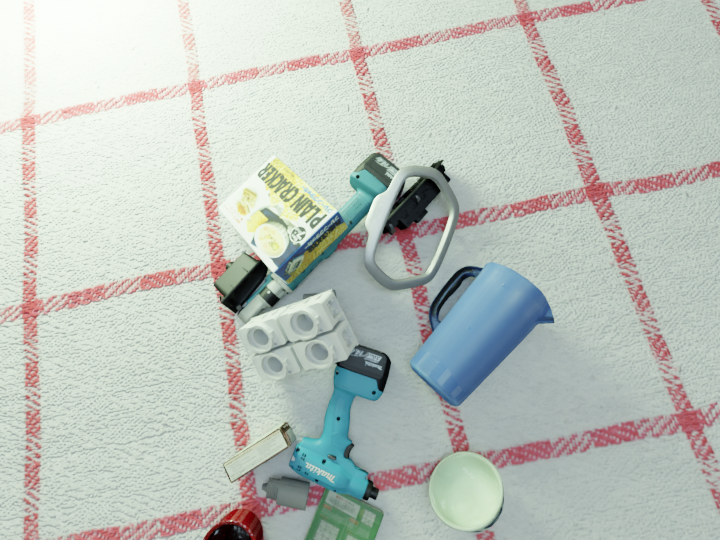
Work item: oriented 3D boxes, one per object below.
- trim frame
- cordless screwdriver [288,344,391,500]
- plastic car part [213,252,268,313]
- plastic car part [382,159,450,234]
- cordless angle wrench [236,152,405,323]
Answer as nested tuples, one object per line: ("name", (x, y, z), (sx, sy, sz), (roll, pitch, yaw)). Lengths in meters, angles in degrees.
("trim frame", (0.098, -0.080, 0.810), (0.177, 0.028, 0.248), (22, 90, -22))
("cordless screwdriver", (-0.008, 0.261, 0.746), (0.162, 0.073, 0.249), (21, 81, 7))
("plastic car part", (-0.242, 0.014, 0.835), (0.074, 0.063, 0.116), (30, 75, 22))
("plastic car part", (0.113, -0.142, 0.851), (0.067, 0.066, 0.202), (39, 80, -1))
("cordless angle wrench", (-0.082, -0.054, 0.837), (0.100, 0.073, 0.422), (42, 84, 11))
